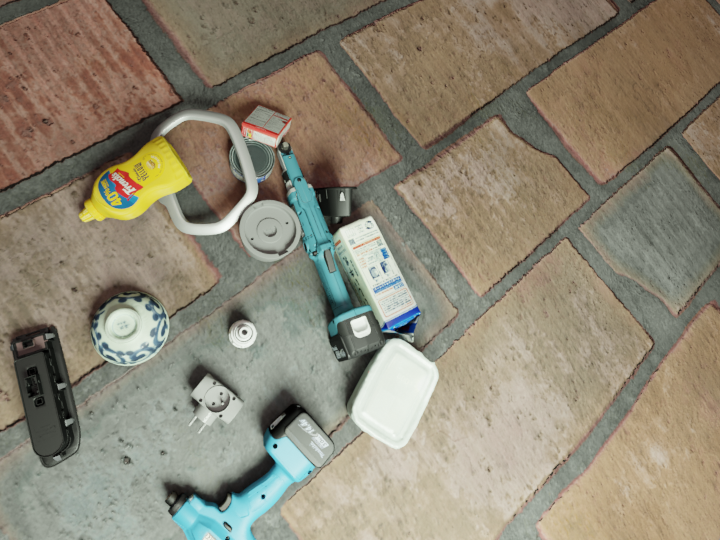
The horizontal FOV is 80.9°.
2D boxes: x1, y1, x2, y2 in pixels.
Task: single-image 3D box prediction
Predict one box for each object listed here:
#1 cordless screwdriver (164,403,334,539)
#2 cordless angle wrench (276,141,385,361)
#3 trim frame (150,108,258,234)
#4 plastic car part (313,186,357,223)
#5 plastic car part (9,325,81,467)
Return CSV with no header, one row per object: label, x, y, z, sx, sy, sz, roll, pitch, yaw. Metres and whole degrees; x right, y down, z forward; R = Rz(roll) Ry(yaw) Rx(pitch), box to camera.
cordless screwdriver,-0.168,0.320,0.661,0.159,0.075,0.247,42,74,-1
cordless angle wrench,-0.076,-0.050,0.780,0.073,0.098,0.432,-17,76,-20
trim frame,-0.289,-0.182,0.769,0.183,0.027,0.251,-20,82,-4
plastic car part,-0.048,-0.124,0.795,0.064,0.121,0.070,-5,103,-18
plastic car part,-0.471,0.188,0.631,0.064,0.068,0.205,-17,83,-26
